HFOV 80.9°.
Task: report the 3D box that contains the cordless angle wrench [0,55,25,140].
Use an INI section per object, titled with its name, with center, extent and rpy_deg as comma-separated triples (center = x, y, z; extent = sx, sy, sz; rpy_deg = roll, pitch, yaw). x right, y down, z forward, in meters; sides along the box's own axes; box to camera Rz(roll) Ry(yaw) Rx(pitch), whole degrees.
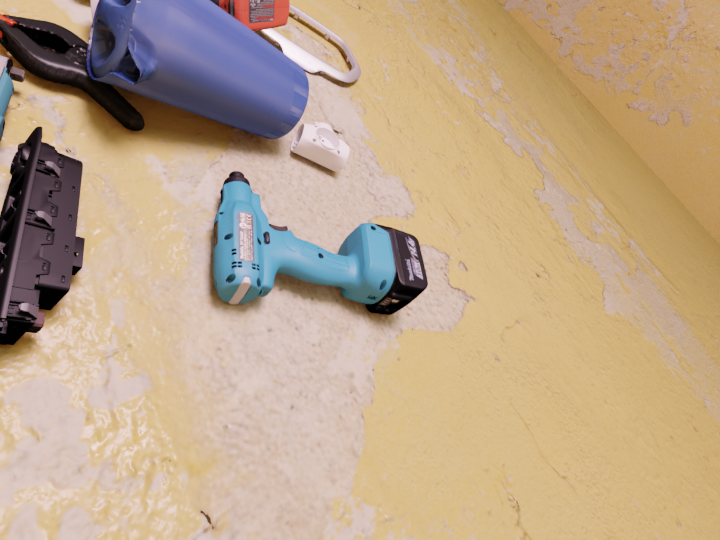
[cordless angle wrench]
center = -0.317, -0.032, 0.304
extent = 0.093, 0.075, 0.439
rpy_deg = 9, 50, -33

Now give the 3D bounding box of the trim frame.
[trim frame]
center = -0.103, -0.446, 0.819
extent = 0.239, 0.028, 0.189
rpy_deg = 25, 45, -21

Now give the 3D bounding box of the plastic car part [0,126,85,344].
[plastic car part]
center = -0.265, -0.035, 0.349
extent = 0.063, 0.067, 0.210
rpy_deg = 11, 51, -44

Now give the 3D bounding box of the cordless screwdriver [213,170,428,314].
[cordless screwdriver]
center = -0.049, -0.032, 0.500
extent = 0.238, 0.075, 0.165
rpy_deg = 8, 53, -27
